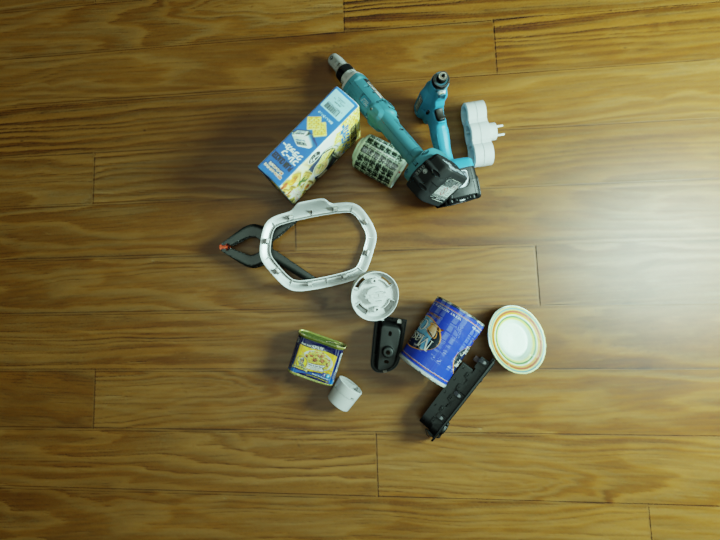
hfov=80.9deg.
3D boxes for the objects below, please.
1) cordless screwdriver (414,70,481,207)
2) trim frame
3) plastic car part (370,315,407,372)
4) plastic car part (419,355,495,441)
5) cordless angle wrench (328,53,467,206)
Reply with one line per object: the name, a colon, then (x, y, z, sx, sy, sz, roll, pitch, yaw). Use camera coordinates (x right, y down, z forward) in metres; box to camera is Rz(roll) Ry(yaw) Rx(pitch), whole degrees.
cordless screwdriver: (0.168, -0.253, 0.831, 0.074, 0.158, 0.250, -13, 86, -2)
trim frame: (-0.086, -0.056, 0.880, 0.246, 0.027, 0.186, -11, 84, -6)
plastic car part: (0.054, 0.151, 0.845, 0.067, 0.070, 0.117, 8, 83, 5)
plastic car part: (0.183, 0.243, 0.827, 0.069, 0.064, 0.203, 33, 88, 15)
cordless angle wrench: (0.042, -0.304, 0.832, 0.075, 0.093, 0.441, -47, 60, 26)
